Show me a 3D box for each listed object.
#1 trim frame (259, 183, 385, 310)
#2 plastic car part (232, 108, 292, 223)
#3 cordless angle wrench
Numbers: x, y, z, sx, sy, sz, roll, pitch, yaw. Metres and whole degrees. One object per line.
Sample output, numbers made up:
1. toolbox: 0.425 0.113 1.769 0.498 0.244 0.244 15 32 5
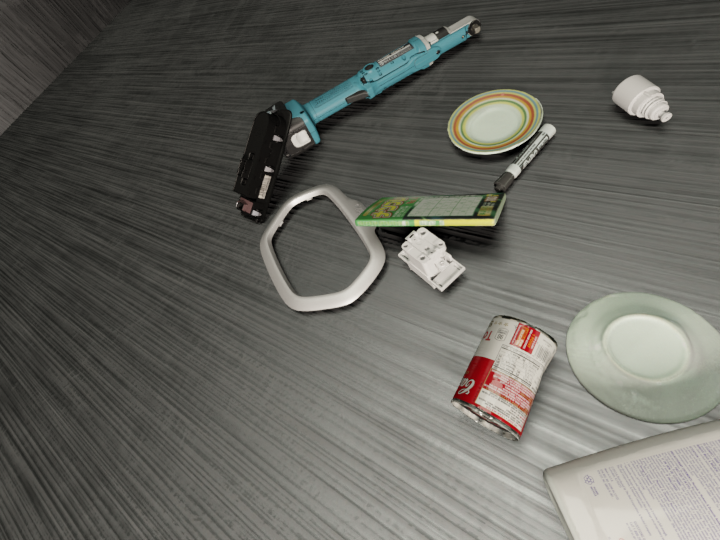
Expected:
1. trim frame: -0.064 -0.042 0.656 0.184 0.026 0.262 -36 49 3
2. plastic car part: -0.179 -0.190 0.739 0.070 0.063 0.202 28 99 41
3. cordless angle wrench: 0.023 -0.355 0.788 0.425 0.070 0.103 -28 52 6
